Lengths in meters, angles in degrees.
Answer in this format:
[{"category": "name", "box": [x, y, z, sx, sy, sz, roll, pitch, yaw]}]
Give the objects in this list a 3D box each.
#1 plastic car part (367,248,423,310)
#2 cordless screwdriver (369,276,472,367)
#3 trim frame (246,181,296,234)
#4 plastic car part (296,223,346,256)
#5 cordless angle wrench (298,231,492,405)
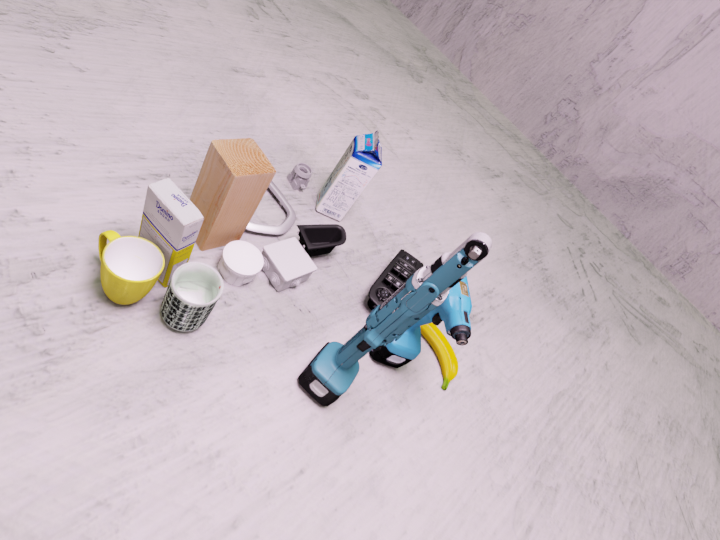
[{"category": "plastic car part", "box": [0.070, 0.030, 0.966, 0.067, 0.067, 0.200, 41, 41, 1]}, {"category": "cordless screwdriver", "box": [0.111, 0.109, 0.784, 0.072, 0.250, 0.163, 23, 44, -20]}, {"category": "trim frame", "box": [-0.251, -0.176, 0.965, 0.254, 0.027, 0.179, 47, 42, 12]}, {"category": "plastic car part", "box": [-0.091, -0.060, 0.935, 0.111, 0.071, 0.068, -5, 58, -38]}, {"category": "cordless angle wrench", "box": [0.038, 0.080, 0.628, 0.075, 0.425, 0.097, 43, 41, 1]}]
